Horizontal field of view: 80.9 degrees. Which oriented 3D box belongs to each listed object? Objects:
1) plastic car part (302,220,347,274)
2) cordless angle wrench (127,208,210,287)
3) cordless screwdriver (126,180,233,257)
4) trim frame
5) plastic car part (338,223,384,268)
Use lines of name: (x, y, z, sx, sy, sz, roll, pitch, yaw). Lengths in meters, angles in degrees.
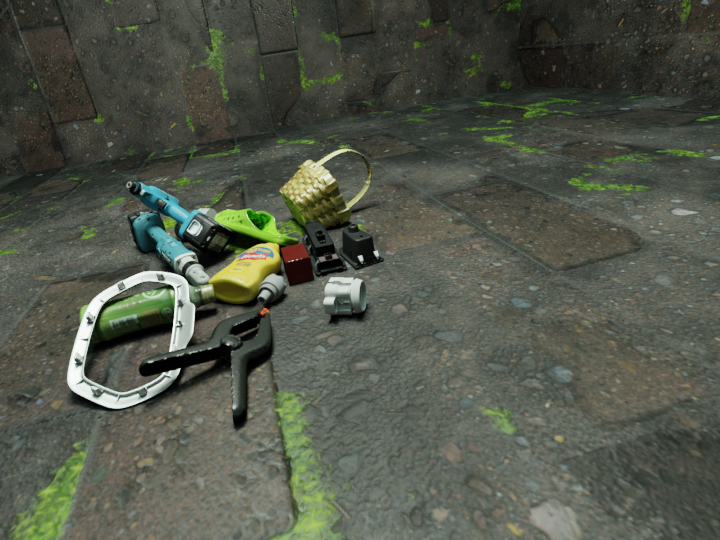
plastic car part: (-0.091, -0.059, 0.928, 0.066, 0.065, 0.211, -19, 26, -8)
cordless angle wrench: (-0.440, -0.047, 0.976, 0.072, 0.095, 0.448, -21, 33, -34)
cordless screwdriver: (-0.428, -0.130, 0.992, 0.260, 0.074, 0.152, 31, -3, 23)
trim frame: (-0.352, 0.093, 0.662, 0.183, 0.026, 0.259, -8, 46, -6)
plastic car part: (-0.009, -0.061, 0.893, 0.064, 0.069, 0.123, -16, 31, -21)
